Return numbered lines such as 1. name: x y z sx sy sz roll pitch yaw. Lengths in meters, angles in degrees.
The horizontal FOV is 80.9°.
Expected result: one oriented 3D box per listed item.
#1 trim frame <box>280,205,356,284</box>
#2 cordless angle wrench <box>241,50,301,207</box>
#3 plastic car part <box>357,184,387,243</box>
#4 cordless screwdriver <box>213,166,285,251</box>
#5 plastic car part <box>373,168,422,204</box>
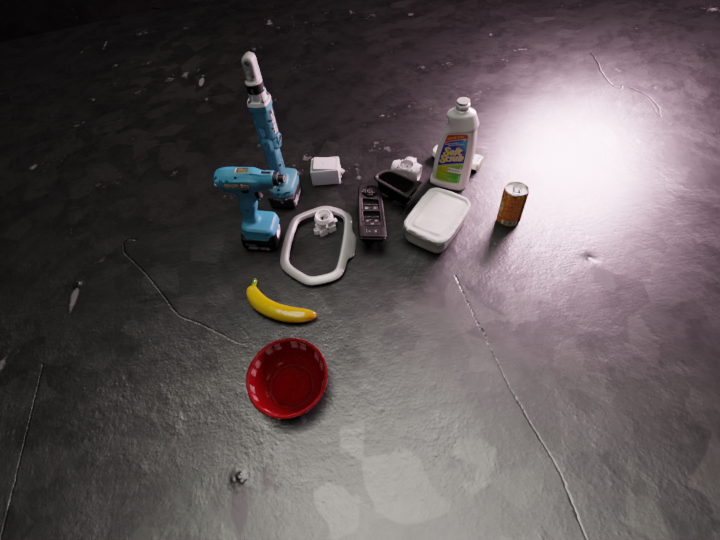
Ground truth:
1. trim frame: -0.104 -0.068 1.065 0.188 0.026 0.254 1 53 10
2. cordless angle wrench: -0.223 -0.327 1.042 0.076 0.406 0.100 6 54 10
3. plastic car part: 0.027 -0.140 1.073 0.067 0.064 0.209 -5 52 4
4. cordless screwdriver: -0.238 -0.147 1.013 0.162 0.239 0.076 4 53 9
5. plastic car part: 0.093 -0.215 1.116 0.122 0.068 0.065 31 63 28
